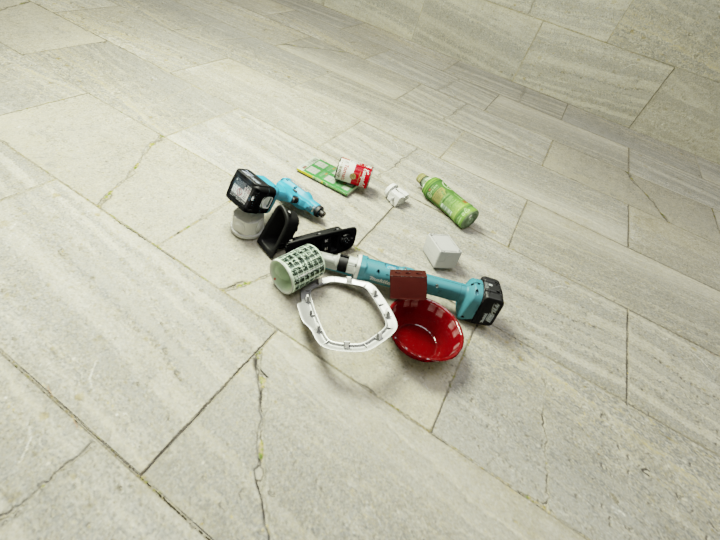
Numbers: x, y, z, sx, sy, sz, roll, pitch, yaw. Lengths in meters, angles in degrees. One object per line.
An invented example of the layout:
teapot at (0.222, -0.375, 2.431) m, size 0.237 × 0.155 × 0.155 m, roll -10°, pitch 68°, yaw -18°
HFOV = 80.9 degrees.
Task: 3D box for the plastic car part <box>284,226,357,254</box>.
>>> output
plastic car part at (-0.099, -0.065, 1.010) m, size 0.196 × 0.065 × 0.071 m, roll -16°, pitch 26°, yaw -30°

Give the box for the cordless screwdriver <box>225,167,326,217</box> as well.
cordless screwdriver at (-0.197, -0.178, 1.037) m, size 0.165 × 0.074 × 0.240 m, roll 37°, pitch 21°, yaw 19°

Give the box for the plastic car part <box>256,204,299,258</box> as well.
plastic car part at (-0.179, -0.093, 0.983) m, size 0.069 × 0.116 × 0.068 m, roll 45°, pitch 24°, yaw 26°

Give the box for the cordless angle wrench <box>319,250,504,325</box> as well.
cordless angle wrench at (0.097, 0.021, 0.955) m, size 0.426 × 0.096 × 0.075 m, roll 15°, pitch 38°, yaw 3°

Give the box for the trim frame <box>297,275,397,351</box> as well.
trim frame at (-0.033, 0.077, 0.851) m, size 0.181 × 0.027 × 0.260 m, roll -9°, pitch 34°, yaw -12°
